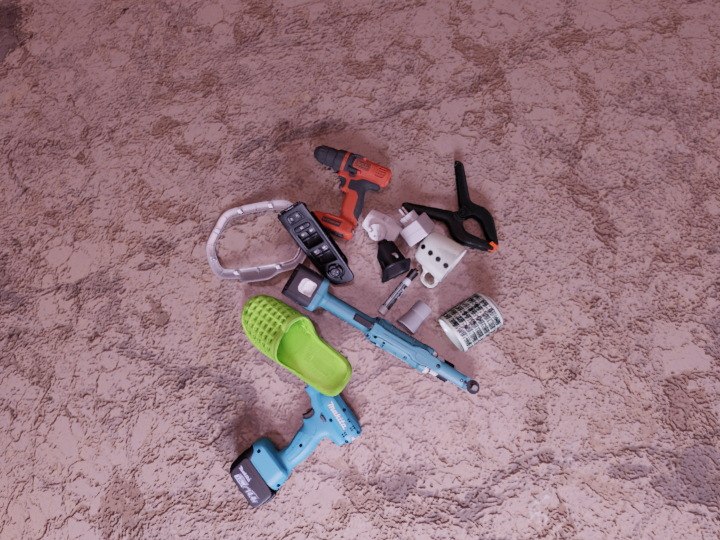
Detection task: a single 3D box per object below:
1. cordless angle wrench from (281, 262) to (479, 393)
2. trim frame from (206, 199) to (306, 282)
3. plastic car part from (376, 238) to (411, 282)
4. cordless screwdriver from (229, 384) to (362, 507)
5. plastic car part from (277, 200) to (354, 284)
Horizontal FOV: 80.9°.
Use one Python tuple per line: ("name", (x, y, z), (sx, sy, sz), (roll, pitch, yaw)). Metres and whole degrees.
("cordless angle wrench", (0.041, 0.124, 0.847), (0.429, 0.096, 0.074), (30, 82, 7))
("trim frame", (-0.228, -0.065, 0.929), (0.252, 0.026, 0.188), (-8, 73, 10))
("plastic car part", (0.060, -0.028, 0.862), (0.066, 0.113, 0.073), (-26, 72, -3))
("cordless screwdriver", (-0.139, 0.318, 0.824), (0.247, 0.073, 0.163), (-36, 76, -7))
("plastic car part", (-0.086, -0.056, 0.877), (0.067, 0.068, 0.198), (-30, 105, 18))
